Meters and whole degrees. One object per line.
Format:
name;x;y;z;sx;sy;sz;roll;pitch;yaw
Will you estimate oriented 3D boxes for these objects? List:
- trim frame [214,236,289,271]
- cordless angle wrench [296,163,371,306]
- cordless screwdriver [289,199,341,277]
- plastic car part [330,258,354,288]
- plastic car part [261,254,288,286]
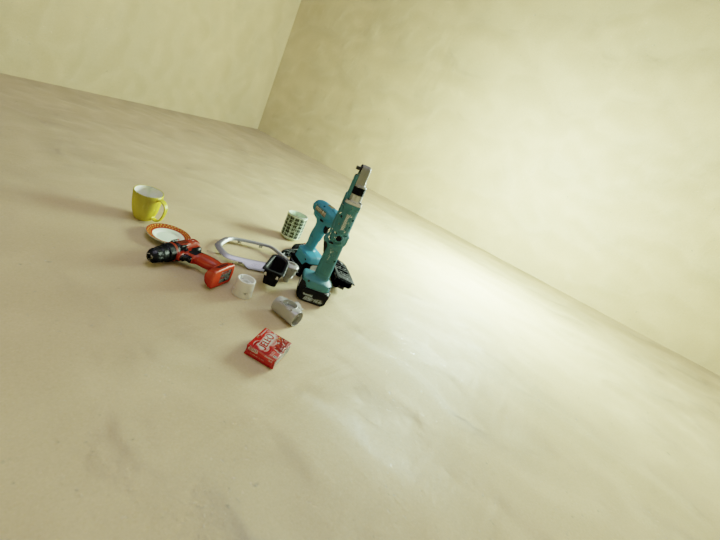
trim frame;-0.343;-0.053;1.351;0.238;0.027;0.193;13;22;-26
cordless angle wrench;-0.065;-0.097;1.190;0.096;0.420;0.076;22;20;-11
cordless screwdriver;-0.131;-0.086;1.342;0.070;0.247;0.168;8;26;-41
plastic car part;-0.072;0.015;1.416;0.064;0.066;0.209;18;21;-17
plastic car part;-0.252;0.008;1.234;0.066;0.070;0.118;23;20;-5
